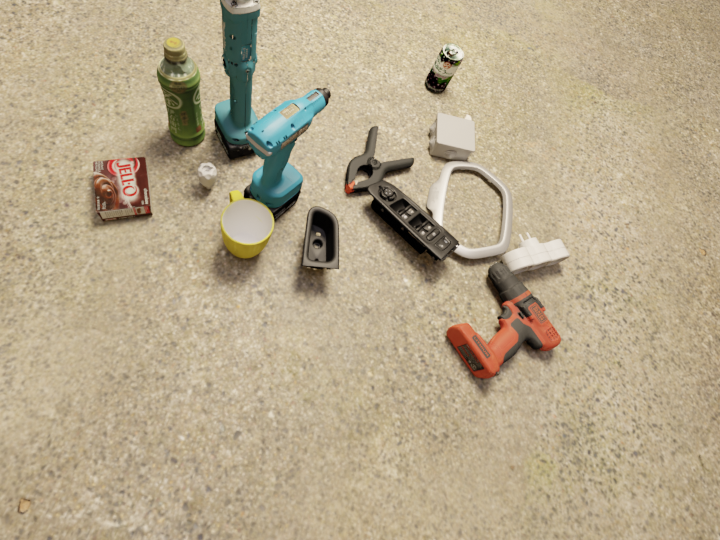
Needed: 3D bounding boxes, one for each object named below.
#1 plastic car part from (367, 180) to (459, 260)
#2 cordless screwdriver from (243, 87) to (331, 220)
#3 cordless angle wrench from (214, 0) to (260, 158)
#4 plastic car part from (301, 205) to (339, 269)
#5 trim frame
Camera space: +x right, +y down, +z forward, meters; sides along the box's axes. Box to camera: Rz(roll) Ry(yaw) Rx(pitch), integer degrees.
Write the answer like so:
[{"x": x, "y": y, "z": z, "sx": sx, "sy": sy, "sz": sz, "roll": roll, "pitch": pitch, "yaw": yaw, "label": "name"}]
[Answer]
[{"x": 0.093, "y": -0.096, "z": 0.826, "sx": 0.065, "sy": 0.066, "sz": 0.207, "roll": -38, "pitch": 78, "yaw": -25, "label": "plastic car part"}, {"x": -0.127, "y": -0.196, "z": 0.729, "sx": 0.075, "sy": 0.248, "sz": 0.158, "roll": 42, "pitch": 64, "yaw": 3, "label": "cordless screwdriver"}, {"x": -0.197, "y": -0.344, "z": 0.688, "sx": 0.073, "sy": 0.421, "sz": 0.100, "roll": -23, "pitch": 76, "yaw": -23, "label": "cordless angle wrench"}, {"x": -0.075, "y": -0.049, "z": 0.769, "sx": 0.065, "sy": 0.070, "sz": 0.119, "roll": 6, "pitch": 65, "yaw": -11, "label": "plastic car part"}, {"x": 0.232, "y": -0.132, "z": 0.891, "sx": 0.183, "sy": 0.027, "sz": 0.252, "roll": 17, "pitch": 63, "yaw": -3, "label": "trim frame"}]
